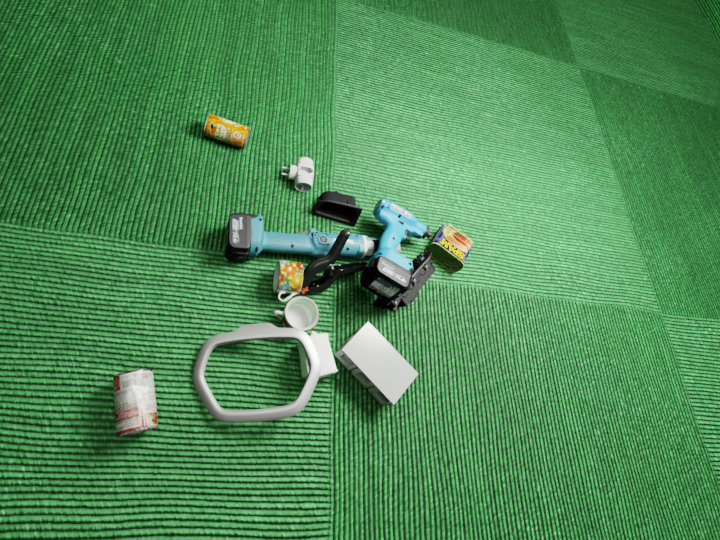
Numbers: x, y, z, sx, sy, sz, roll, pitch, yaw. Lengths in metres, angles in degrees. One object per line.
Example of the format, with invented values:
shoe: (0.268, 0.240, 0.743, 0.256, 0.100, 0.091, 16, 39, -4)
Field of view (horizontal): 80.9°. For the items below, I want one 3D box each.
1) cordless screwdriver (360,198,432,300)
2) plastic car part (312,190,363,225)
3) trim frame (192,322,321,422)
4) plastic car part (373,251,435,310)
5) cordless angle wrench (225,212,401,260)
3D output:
cordless screwdriver: (0.091, -0.046, 0.980, 0.155, 0.075, 0.253, 26, 49, -14)
plastic car part: (-0.057, -0.167, 1.054, 0.115, 0.065, 0.072, 16, 47, -7)
trim frame: (-0.200, 0.193, 0.818, 0.249, 0.027, 0.188, -7, 71, 1)
plastic car part: (0.120, 0.029, 1.009, 0.066, 0.068, 0.201, 45, 60, -8)
cordless angle wrench: (-0.096, -0.063, 0.984, 0.410, 0.074, 0.101, 3, 65, -19)
